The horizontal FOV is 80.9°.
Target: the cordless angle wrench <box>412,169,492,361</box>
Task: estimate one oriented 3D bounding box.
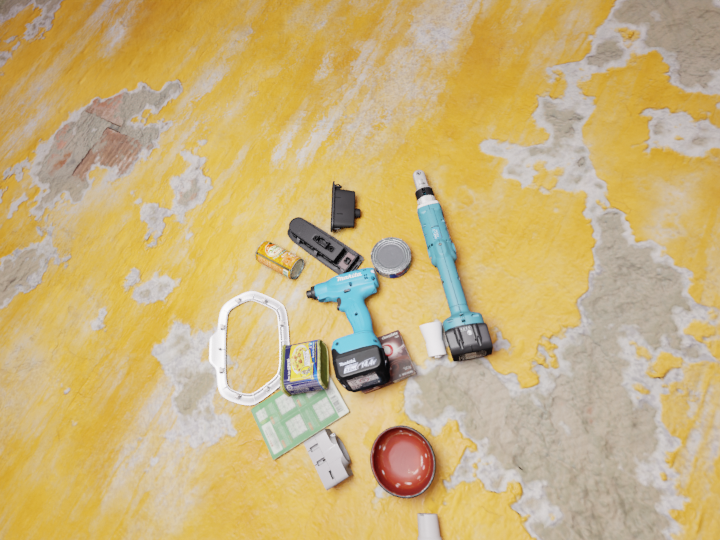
[{"bbox_3d":[0.167,-0.036,0.868,0.075,0.093,0.437,-16,62,10],"label":"cordless angle wrench"}]

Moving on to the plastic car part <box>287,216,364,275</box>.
[{"bbox_3d":[-0.094,-0.062,0.965,0.213,0.064,0.066,34,87,27],"label":"plastic car part"}]

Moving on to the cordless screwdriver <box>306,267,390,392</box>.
[{"bbox_3d":[-0.031,0.110,0.843,0.162,0.070,0.258,-16,48,11],"label":"cordless screwdriver"}]

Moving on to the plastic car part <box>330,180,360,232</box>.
[{"bbox_3d":[-0.036,-0.141,0.984,0.071,0.065,0.119,-1,71,-2],"label":"plastic car part"}]

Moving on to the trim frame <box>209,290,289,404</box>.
[{"bbox_3d":[-0.245,0.164,0.930,0.187,0.026,0.255,-10,68,12],"label":"trim frame"}]
